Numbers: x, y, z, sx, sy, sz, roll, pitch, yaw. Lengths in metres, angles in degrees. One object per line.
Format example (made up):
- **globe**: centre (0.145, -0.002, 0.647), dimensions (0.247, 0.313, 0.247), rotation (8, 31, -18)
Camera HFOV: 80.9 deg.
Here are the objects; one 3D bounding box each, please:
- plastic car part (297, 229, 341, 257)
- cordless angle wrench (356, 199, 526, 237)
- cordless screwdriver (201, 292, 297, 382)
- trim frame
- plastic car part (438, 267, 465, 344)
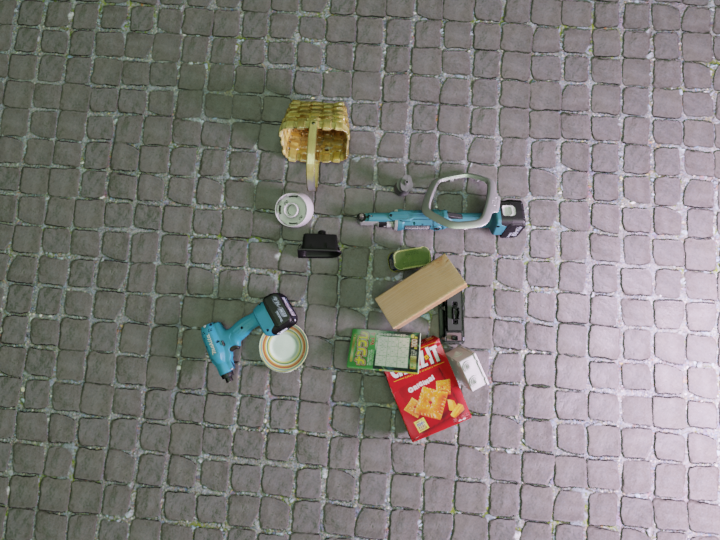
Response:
- **plastic car part**: centre (-0.111, -0.073, 1.135), dimensions (0.116, 0.065, 0.072), rotation (-2, 72, -3)
- **cordless angle wrench**: centre (0.202, -0.135, 1.118), dimensions (0.427, 0.095, 0.076), rotation (0, 69, 6)
- **cordless screwdriver**: centre (-0.281, 0.170, 1.089), dimensions (0.250, 0.072, 0.163), rotation (-28, 76, 6)
- **trim frame**: centre (0.257, -0.181, 1.079), dimensions (0.191, 0.026, 0.249), rotation (7, 44, 20)
- **plastic car part**: centre (0.240, 0.092, 1.107), dimensions (0.067, 0.066, 0.205), rotation (-1, 82, 6)
